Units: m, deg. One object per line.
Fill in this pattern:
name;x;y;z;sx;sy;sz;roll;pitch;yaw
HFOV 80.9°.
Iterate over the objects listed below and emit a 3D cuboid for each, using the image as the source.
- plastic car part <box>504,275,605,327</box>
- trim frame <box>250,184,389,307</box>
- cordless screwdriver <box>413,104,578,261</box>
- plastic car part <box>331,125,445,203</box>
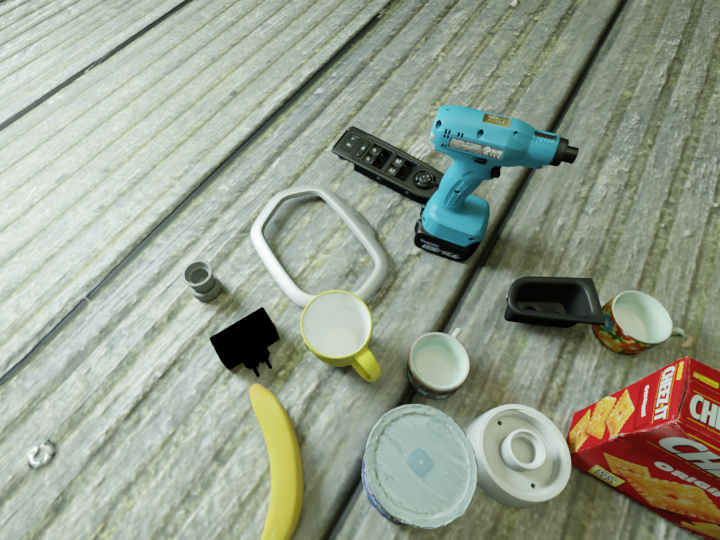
plastic car part;0.247;0.050;0.572;0.117;0.069;0.067;2;59;4
trim frame;-0.066;-0.043;0.675;0.182;0.026;0.260;-32;62;-15
cordless screwdriver;0.162;-0.103;0.572;0.163;0.241;0.075;20;61;11
plastic car part;0.050;-0.170;0.724;0.211;0.065;0.066;29;64;19
